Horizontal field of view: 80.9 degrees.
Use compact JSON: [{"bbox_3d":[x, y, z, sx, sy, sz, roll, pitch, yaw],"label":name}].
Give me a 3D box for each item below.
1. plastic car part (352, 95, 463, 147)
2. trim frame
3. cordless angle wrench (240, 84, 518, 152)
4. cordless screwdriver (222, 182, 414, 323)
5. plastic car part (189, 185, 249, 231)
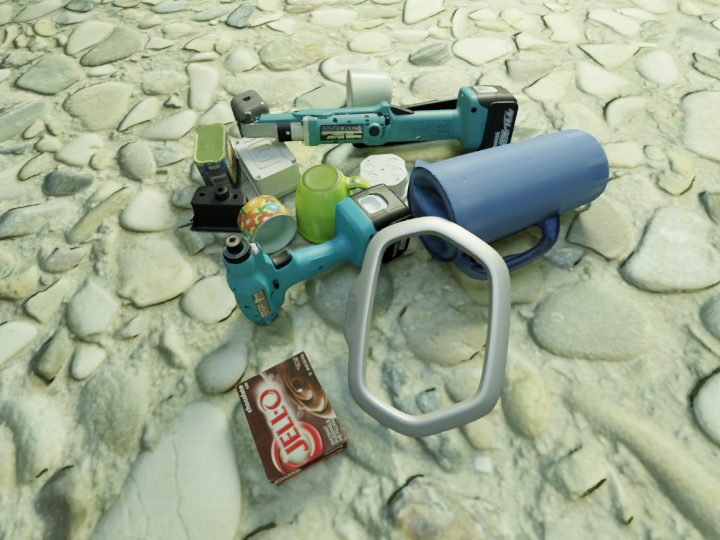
[{"bbox_3d":[0.080,-0.262,0.733,0.203,0.063,0.070,-11,46,0],"label":"plastic car part"},{"bbox_3d":[0.069,0.058,0.482,0.190,0.026,0.250,5,81,19],"label":"trim frame"},{"bbox_3d":[0.021,-0.233,0.676,0.424,0.095,0.077,-2,38,1],"label":"cordless angle wrench"},{"bbox_3d":[-0.053,-0.034,0.539,0.245,0.153,0.078,-28,59,-14],"label":"cordless screwdriver"},{"bbox_3d":[-0.215,-0.103,0.661,0.119,0.068,0.067,3,58,13],"label":"plastic car part"}]
